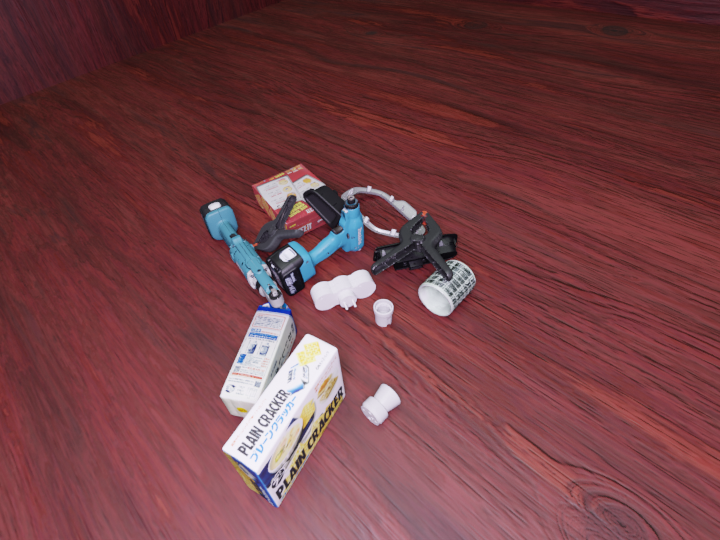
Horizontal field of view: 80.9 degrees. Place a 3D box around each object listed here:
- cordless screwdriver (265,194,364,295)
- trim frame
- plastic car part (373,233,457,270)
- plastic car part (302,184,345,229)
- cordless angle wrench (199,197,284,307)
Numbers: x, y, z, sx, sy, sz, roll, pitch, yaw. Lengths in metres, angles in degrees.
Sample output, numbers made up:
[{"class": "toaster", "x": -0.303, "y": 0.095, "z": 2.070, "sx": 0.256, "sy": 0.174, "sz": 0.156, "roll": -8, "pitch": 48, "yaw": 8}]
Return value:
[{"class": "cordless screwdriver", "x": -0.094, "y": -0.062, "z": 0.962, "sx": 0.245, "sy": 0.153, "sz": 0.078, "roll": -33, "pitch": 55, "yaw": -21}, {"class": "trim frame", "x": 0.057, "y": -0.154, "z": 1.087, "sx": 0.177, "sy": 0.027, "sz": 0.262, "roll": -8, "pitch": 40, "yaw": -32}, {"class": "plastic car part", "x": 0.135, "y": -0.040, "z": 0.972, "sx": 0.201, "sy": 0.064, "sz": 0.070, "roll": -15, "pitch": 56, "yaw": -6}, {"class": "plastic car part", "x": -0.079, "y": -0.172, "z": 1.056, "sx": 0.118, "sy": 0.066, "sz": 0.069, "roll": 47, "pitch": 55, "yaw": 7}, {"class": "cordless angle wrench", "x": -0.273, "y": -0.042, "z": 0.979, "sx": 0.073, "sy": 0.094, "sz": 0.448, "roll": -27, "pitch": 42, "yaw": -19}]
